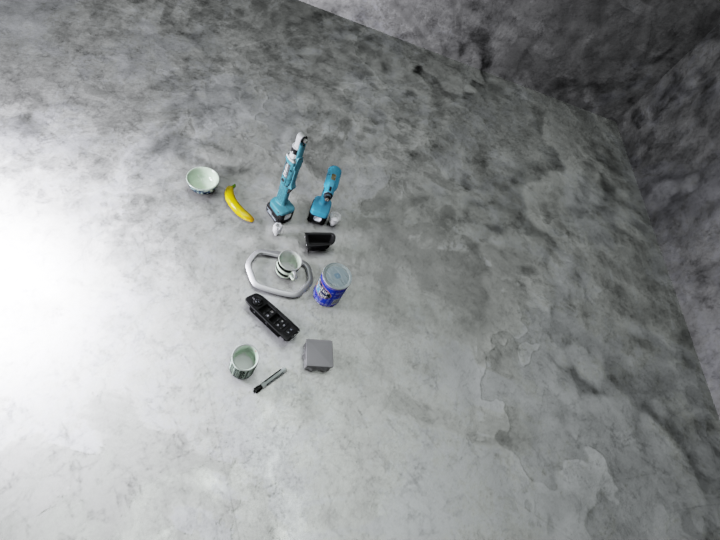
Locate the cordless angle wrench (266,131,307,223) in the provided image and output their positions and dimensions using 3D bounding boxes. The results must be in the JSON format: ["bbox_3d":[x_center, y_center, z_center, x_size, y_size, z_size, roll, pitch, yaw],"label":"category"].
[{"bbox_3d":[-0.252,-0.326,1.494,0.072,0.421,0.101,-26,72,-33],"label":"cordless angle wrench"}]

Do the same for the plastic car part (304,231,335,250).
[{"bbox_3d":[-0.155,-0.102,1.590,0.113,0.070,0.068,-1,59,-20],"label":"plastic car part"}]

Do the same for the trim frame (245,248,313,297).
[{"bbox_3d":[-0.287,0.006,1.503,0.245,0.027,0.188,13,54,-9],"label":"trim frame"}]

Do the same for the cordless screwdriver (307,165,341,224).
[{"bbox_3d":[-0.138,-0.260,1.593,0.073,0.248,0.162,18,54,-11],"label":"cordless screwdriver"}]

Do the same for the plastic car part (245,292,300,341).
[{"bbox_3d":[-0.293,0.154,1.377,0.208,0.066,0.065,42,54,12],"label":"plastic car part"}]
